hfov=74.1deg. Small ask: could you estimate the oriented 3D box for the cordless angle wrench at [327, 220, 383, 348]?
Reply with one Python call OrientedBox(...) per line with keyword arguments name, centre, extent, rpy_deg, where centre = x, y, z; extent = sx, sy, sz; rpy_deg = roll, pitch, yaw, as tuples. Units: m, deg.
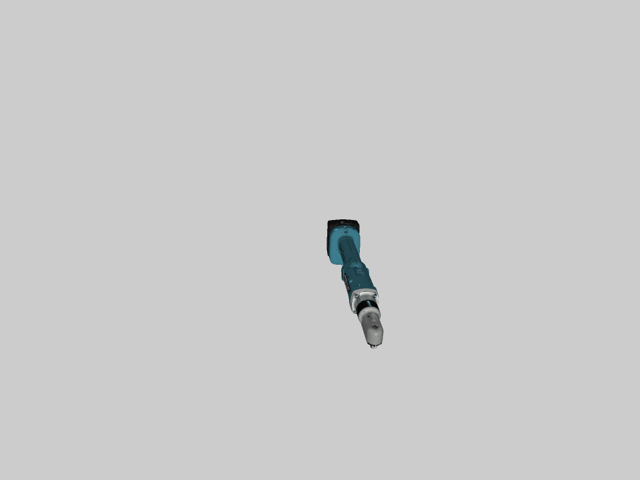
OrientedBox(name="cordless angle wrench", centre=(0.070, 0.071, 0.864), extent=(0.074, 0.098, 0.422), rpy_deg=(-1, 24, -5))
